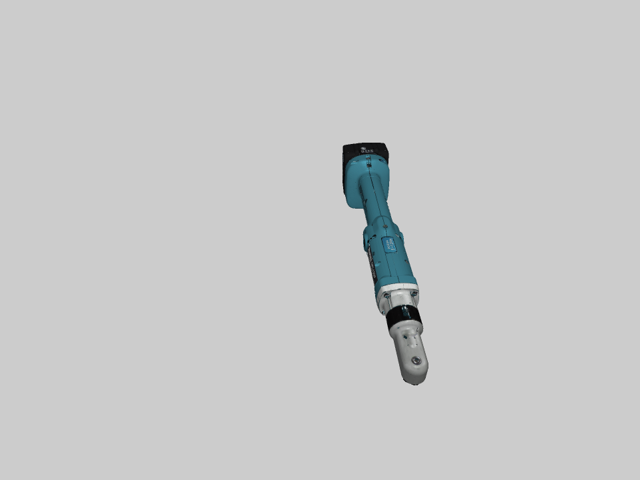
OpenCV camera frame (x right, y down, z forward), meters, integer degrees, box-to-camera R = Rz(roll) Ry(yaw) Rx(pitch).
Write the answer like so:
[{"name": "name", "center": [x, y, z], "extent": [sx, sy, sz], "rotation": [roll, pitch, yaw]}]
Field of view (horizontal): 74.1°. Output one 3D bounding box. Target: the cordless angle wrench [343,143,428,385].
[{"name": "cordless angle wrench", "center": [0.088, 0.003, 0.598], "extent": [0.074, 0.098, 0.421], "rotation": [-4, 42, -2]}]
